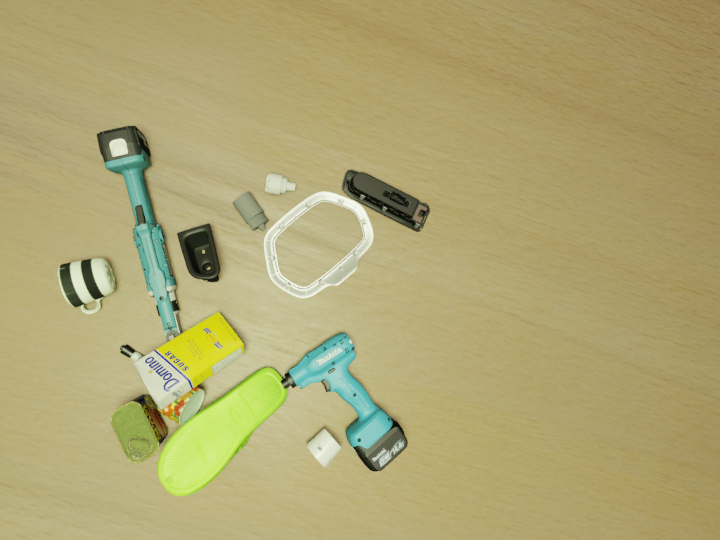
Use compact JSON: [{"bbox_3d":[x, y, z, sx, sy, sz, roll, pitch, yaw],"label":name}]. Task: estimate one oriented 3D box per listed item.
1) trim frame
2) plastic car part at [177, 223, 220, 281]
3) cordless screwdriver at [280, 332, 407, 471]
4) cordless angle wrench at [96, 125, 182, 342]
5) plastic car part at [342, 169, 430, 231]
[{"bbox_3d":[-0.087,-0.057,0.887,0.247,0.028,0.184,-40,89,-12],"label":"trim frame"},{"bbox_3d":[-0.309,-0.022,0.834,0.065,0.069,0.120,-19,70,-10],"label":"plastic car part"},{"bbox_3d":[-0.033,0.266,0.823,0.157,0.074,0.252,-31,84,-14],"label":"cordless screwdriver"},{"bbox_3d":[-0.414,-0.064,0.826,0.073,0.099,0.424,-15,89,-11],"label":"cordless angle wrench"},{"bbox_3d":[0.055,-0.154,0.901,0.203,0.067,0.066,26,88,0],"label":"plastic car part"}]
